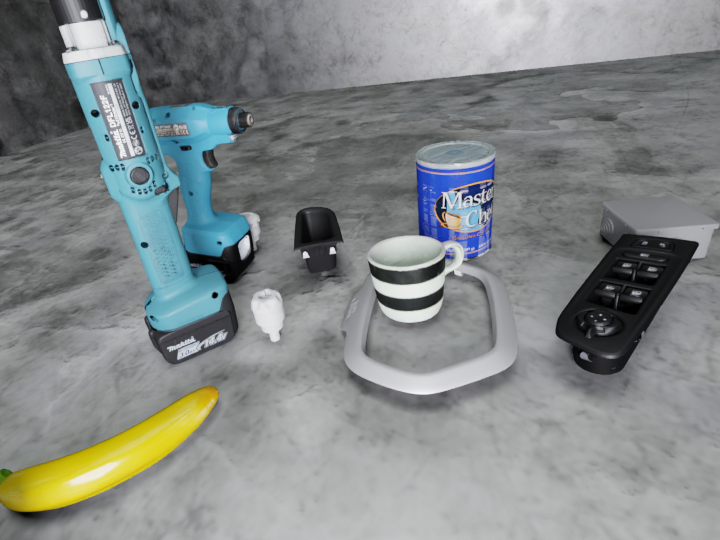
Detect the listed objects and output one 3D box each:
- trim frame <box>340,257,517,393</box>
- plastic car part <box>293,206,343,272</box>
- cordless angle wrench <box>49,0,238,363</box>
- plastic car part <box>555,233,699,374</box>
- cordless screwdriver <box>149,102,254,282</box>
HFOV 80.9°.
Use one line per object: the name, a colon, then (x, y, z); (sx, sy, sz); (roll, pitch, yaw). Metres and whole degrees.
trim frame: (0.070, 0.046, 0.474); (0.189, 0.026, 0.251); (-1, 32, 14)
plastic car part: (-0.060, -0.039, 0.609); (0.066, 0.068, 0.120); (-9, 30, -2)
cordless angle wrench: (-0.219, -0.098, 0.417); (0.095, 0.409, 0.078); (-21, 31, -24)
plastic car part: (0.254, 0.031, 0.411); (0.198, 0.065, 0.070); (-32, 37, -33)
cordless screwdriver: (-0.201, -0.104, 0.588); (0.164, 0.241, 0.074); (4, 30, 19)
